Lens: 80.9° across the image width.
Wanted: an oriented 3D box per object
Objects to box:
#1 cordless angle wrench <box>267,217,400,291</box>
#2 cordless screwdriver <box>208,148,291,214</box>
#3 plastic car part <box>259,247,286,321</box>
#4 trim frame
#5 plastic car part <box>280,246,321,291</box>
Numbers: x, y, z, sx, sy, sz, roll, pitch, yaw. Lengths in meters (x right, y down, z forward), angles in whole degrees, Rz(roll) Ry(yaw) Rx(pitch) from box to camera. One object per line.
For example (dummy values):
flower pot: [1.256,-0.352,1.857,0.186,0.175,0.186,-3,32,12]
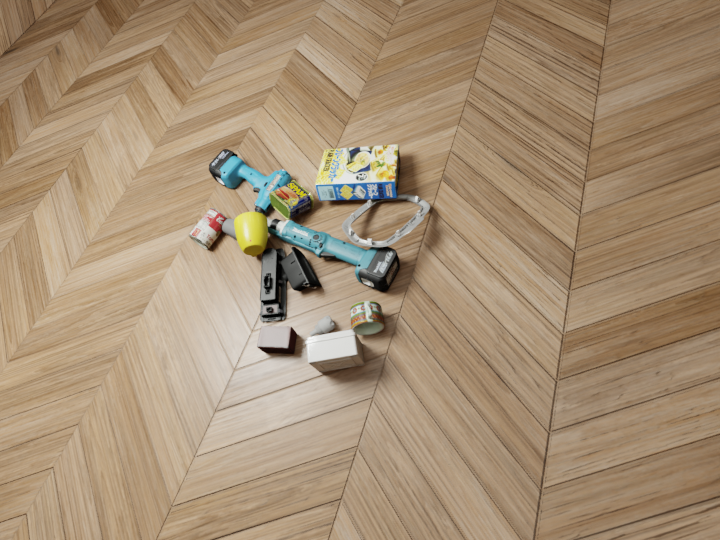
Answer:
cordless angle wrench: [-0.107,-0.070,1.095,0.443,0.071,0.098,22,69,27]
cordless screwdriver: [-0.345,-0.261,1.263,0.259,0.071,0.159,24,70,21]
plastic car part: [-0.231,0.025,1.081,0.068,0.064,0.209,-13,57,14]
trim frame: [0.065,-0.134,1.061,0.194,0.026,0.244,22,47,34]
plastic car part: [-0.162,0.006,1.070,0.071,0.063,0.121,-39,64,12]
